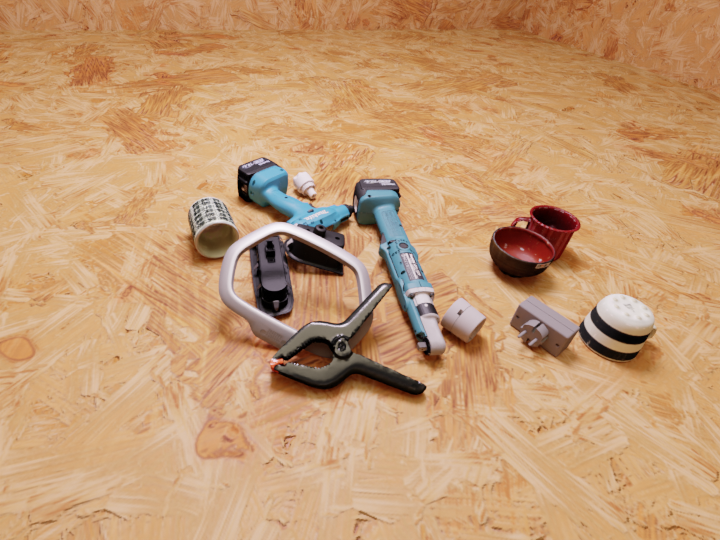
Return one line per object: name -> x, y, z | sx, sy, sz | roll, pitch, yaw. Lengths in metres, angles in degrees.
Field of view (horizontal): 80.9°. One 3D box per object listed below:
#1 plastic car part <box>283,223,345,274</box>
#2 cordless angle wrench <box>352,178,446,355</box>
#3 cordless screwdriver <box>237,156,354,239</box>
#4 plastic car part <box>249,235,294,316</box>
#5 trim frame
plastic car part -> -0.075, -0.049, 0.762 | 0.114, 0.070, 0.068 | 17, 37, -12
cordless angle wrench -> 0.071, -0.026, 0.773 | 0.096, 0.072, 0.441 | -4, 42, -12
cordless screwdriver -> -0.143, -0.156, 0.904 | 0.155, 0.072, 0.261 | -28, 54, -35
plastic car part -> -0.153, -0.006, 0.732 | 0.064, 0.066, 0.212 | 1, 42, -19
trim frame -> -0.095, 0.028, 0.648 | 0.248, 0.027, 0.185 | 26, 68, -1
